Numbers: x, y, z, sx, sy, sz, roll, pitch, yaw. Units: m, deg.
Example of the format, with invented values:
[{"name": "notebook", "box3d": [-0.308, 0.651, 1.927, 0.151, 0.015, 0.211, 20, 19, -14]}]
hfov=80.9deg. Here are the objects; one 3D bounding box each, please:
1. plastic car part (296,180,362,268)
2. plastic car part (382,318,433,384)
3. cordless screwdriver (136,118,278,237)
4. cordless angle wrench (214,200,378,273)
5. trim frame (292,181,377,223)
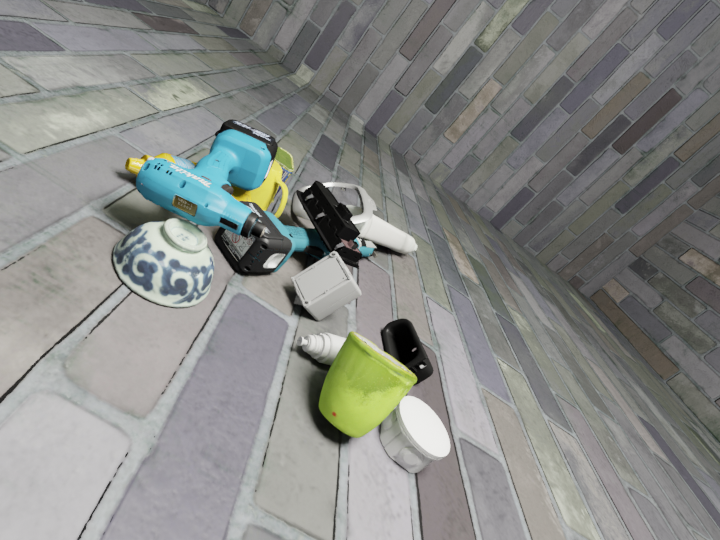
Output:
[{"name": "plastic car part", "box3d": [-0.054, -0.094, 0.739, 0.063, 0.067, 0.214, 13, 29, -42]}, {"name": "plastic car part", "box3d": [0.083, 0.136, 0.690, 0.068, 0.066, 0.120, 47, 15, -24]}, {"name": "cordless screwdriver", "box3d": [-0.176, -0.130, 0.594, 0.158, 0.074, 0.251, 24, 30, -4]}, {"name": "cordless angle wrench", "box3d": [-0.076, -0.050, 0.779, 0.102, 0.075, 0.404, 49, 22, 21]}, {"name": "trim frame", "box3d": [-0.057, -0.150, 0.932, 0.183, 0.027, 0.256, -2, 28, -4]}]
